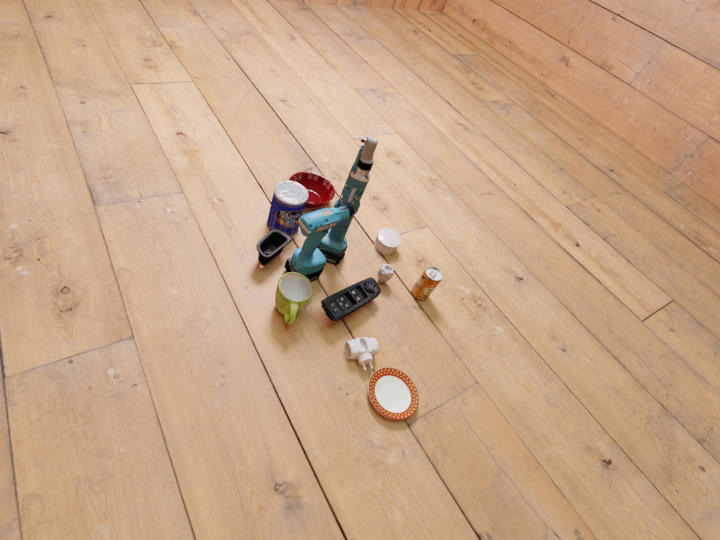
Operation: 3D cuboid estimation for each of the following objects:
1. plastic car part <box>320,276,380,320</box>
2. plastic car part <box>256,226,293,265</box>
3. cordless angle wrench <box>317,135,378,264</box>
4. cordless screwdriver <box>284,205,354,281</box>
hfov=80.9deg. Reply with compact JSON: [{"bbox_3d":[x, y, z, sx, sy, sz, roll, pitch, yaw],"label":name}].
[{"bbox_3d":[-0.024,0.083,1.154,0.197,0.066,0.069,-28,65,-36],"label":"plastic car part"},{"bbox_3d":[-0.256,-0.058,1.199,0.067,0.070,0.115,32,47,8],"label":"plastic car part"},{"bbox_3d":[-0.034,-0.181,1.143,0.098,0.419,0.075,23,46,-4],"label":"cordless angle wrench"},{"bbox_3d":[-0.111,-0.073,1.139,0.154,0.246,0.077,-22,63,-35],"label":"cordless screwdriver"}]
